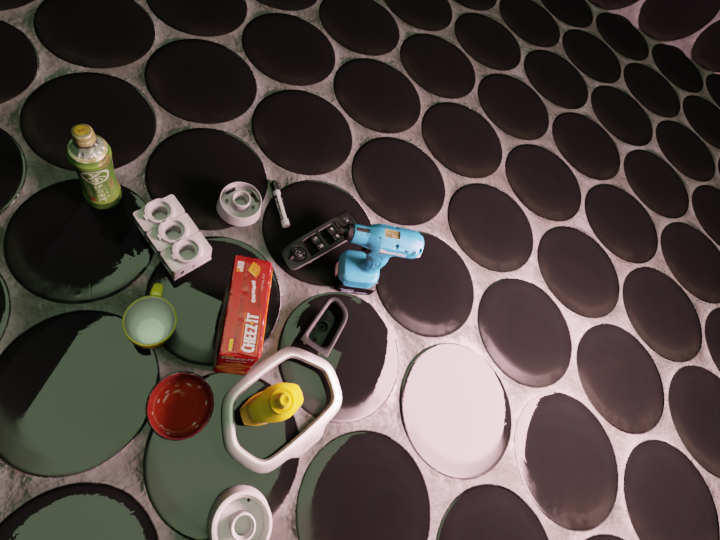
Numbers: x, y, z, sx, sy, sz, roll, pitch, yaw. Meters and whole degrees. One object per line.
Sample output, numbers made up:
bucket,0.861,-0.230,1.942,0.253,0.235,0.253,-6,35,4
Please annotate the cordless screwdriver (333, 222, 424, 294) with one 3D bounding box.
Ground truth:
cordless screwdriver,0.000,-0.026,0.859,0.155,0.250,0.076,11,66,-17

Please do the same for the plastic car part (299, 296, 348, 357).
plastic car part,-0.075,0.117,0.873,0.066,0.071,0.116,34,61,-4

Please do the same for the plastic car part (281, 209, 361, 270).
plastic car part,-0.093,-0.061,0.949,0.199,0.067,0.067,-32,82,-27

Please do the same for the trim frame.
trim frame,-0.148,0.261,0.810,0.244,0.027,0.187,-36,81,-28
